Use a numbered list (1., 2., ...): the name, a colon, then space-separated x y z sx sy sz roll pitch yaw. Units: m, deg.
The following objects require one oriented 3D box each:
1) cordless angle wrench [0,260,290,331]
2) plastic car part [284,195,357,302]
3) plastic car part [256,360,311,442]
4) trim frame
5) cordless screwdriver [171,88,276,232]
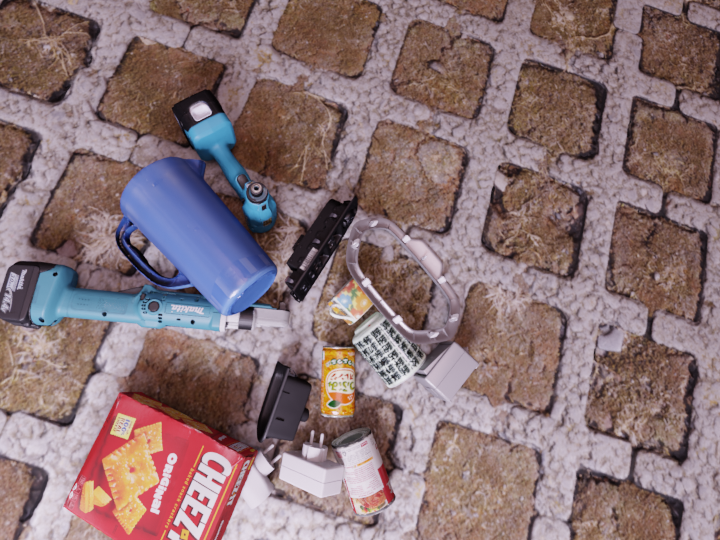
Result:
1. cordless angle wrench: -0.323 0.059 0.670 0.417 0.074 0.099 7 73 -7
2. plastic car part: -0.071 -0.047 0.727 0.070 0.063 0.202 30 76 25
3. plastic car part: -0.113 0.212 0.664 0.069 0.068 0.117 19 79 -19
4. trim frame: 0.075 0.011 0.711 0.252 0.028 0.180 48 47 7
5. cordless screwdriver: -0.216 -0.184 0.690 0.073 0.158 0.253 -31 82 -14
